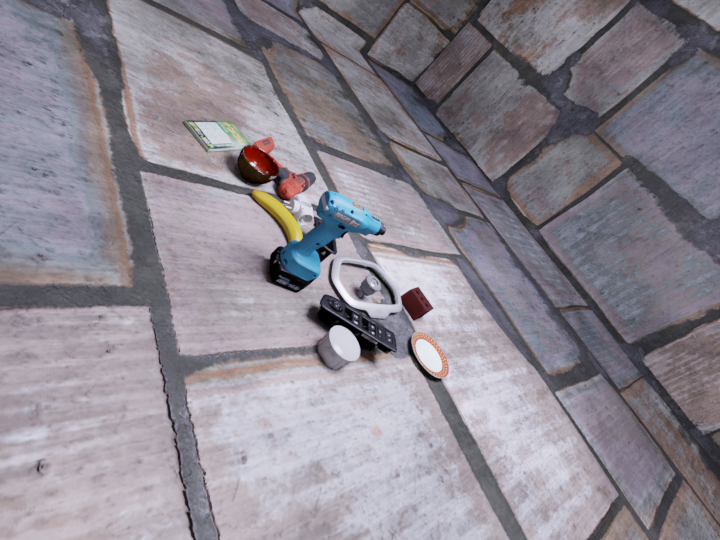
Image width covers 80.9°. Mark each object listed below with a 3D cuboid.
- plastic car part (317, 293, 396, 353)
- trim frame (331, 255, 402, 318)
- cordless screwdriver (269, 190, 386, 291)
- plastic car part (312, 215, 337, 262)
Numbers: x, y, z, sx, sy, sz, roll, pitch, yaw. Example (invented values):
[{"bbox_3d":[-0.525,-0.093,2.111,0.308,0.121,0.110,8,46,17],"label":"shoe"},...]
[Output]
[{"bbox_3d":[-0.015,0.123,0.937,0.198,0.068,0.067,36,32,-13],"label":"plastic car part"},{"bbox_3d":[0.017,0.041,1.114,0.235,0.028,0.192,11,44,-43],"label":"trim frame"},{"bbox_3d":[-0.075,-0.050,0.896,0.151,0.251,0.077,25,37,-32],"label":"cordless screwdriver"},{"bbox_3d":[-0.104,-0.068,1.061,0.063,0.072,0.121,26,35,-30],"label":"plastic car part"}]
